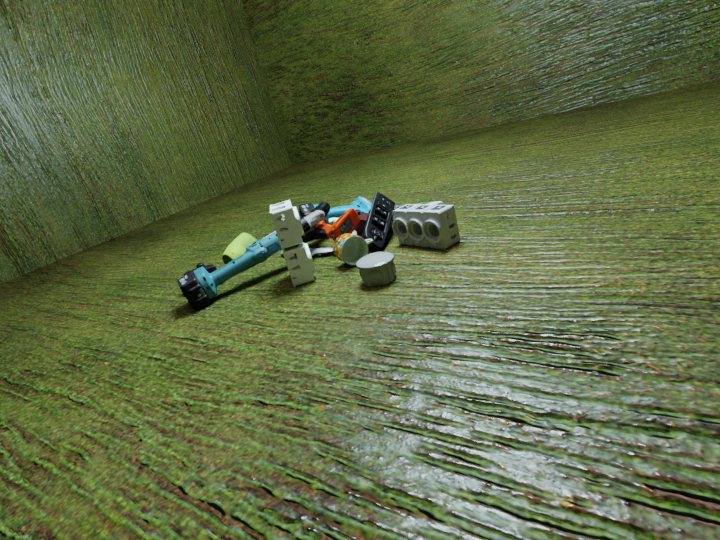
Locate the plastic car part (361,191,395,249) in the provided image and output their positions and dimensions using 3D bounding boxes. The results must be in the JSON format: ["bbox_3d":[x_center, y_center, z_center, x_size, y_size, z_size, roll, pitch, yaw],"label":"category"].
[{"bbox_3d":[0.039,-0.127,1.129,0.068,0.064,0.206,-39,24,36],"label":"plastic car part"}]

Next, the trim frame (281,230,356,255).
[{"bbox_3d":[-0.121,-0.079,1.242,0.260,0.027,0.180,2,26,36],"label":"trim frame"}]

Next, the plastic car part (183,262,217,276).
[{"bbox_3d":[-0.445,0.016,1.183,0.116,0.069,0.068,-22,21,-7],"label":"plastic car part"}]

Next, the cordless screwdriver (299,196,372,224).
[{"bbox_3d":[-0.067,-0.177,1.361,0.244,0.072,0.167,-12,29,-14],"label":"cordless screwdriver"}]

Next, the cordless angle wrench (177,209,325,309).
[{"bbox_3d":[-0.269,-0.048,1.109,0.418,0.072,0.102,-33,24,-16],"label":"cordless angle wrench"}]
